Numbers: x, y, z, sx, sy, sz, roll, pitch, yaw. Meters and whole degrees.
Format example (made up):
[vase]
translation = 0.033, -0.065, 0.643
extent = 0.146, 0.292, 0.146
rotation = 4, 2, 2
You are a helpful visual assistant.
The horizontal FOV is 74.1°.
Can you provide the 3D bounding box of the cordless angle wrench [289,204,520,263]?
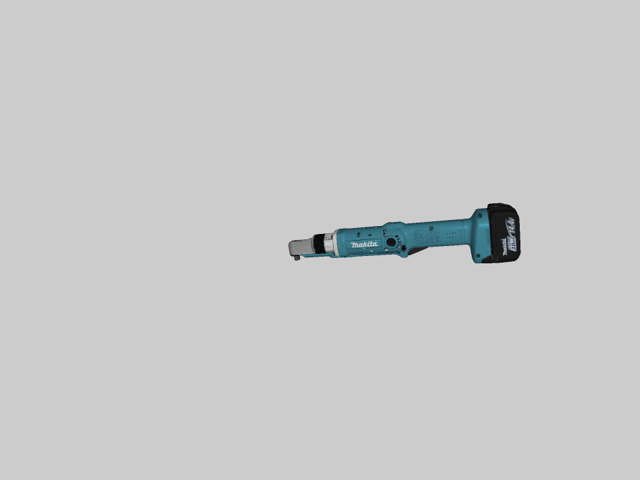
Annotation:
[cordless angle wrench]
translation = 0.137, -0.001, 0.793
extent = 0.423, 0.098, 0.074
rotation = -4, 14, 18
